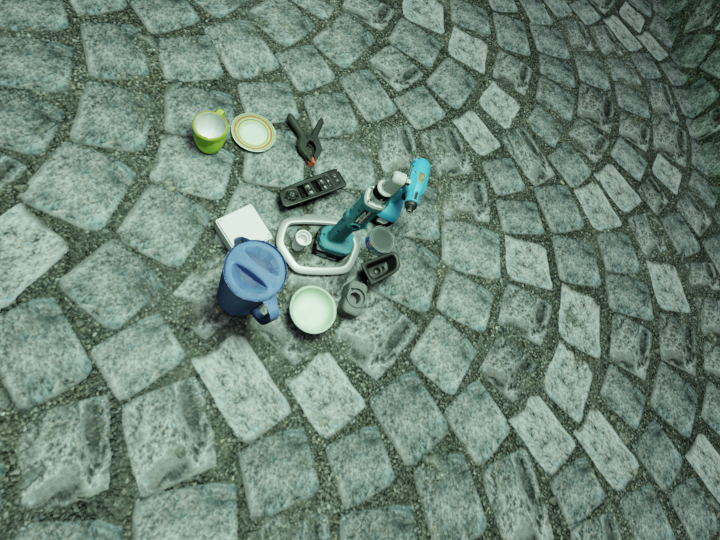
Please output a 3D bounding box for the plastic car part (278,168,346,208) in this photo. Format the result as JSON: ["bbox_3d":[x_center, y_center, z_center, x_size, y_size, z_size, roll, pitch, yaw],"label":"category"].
[{"bbox_3d":[-0.144,-0.226,1.202,0.198,0.068,0.067,-25,82,-27],"label":"plastic car part"}]

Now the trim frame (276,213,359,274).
[{"bbox_3d":[-0.115,-0.075,1.176,0.241,0.028,0.188,-1,70,-20],"label":"trim frame"}]

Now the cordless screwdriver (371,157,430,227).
[{"bbox_3d":[0.101,-0.189,1.173,0.072,0.252,0.161,24,65,-16],"label":"cordless screwdriver"}]

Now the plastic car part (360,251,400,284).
[{"bbox_3d":[0.050,-0.002,1.183,0.113,0.072,0.067,-23,82,-27],"label":"plastic car part"}]

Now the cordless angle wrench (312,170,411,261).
[{"bbox_3d":[-0.007,-0.126,1.009,0.095,0.428,0.075,20,66,-18],"label":"cordless angle wrench"}]
